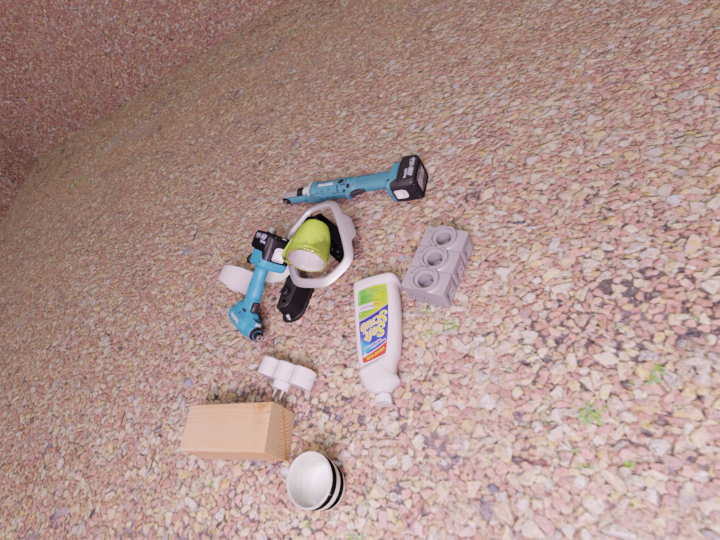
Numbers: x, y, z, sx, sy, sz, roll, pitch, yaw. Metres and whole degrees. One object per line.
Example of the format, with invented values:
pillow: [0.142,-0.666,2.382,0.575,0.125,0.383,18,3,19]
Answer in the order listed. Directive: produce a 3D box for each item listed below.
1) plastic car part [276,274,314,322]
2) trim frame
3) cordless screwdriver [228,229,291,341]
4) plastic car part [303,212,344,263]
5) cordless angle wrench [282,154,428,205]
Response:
plastic car part: [-0.160,0.057,0.997,0.069,0.067,0.118,1,56,31]
trim frame: [-0.097,-0.063,0.992,0.187,0.026,0.259,-31,47,16]
cordless screwdriver: [-0.231,0.036,0.996,0.168,0.070,0.248,27,97,54]
plastic car part: [-0.080,-0.093,1.062,0.066,0.063,0.215,-37,46,-17]
cordless angle wrench: [-0.039,-0.219,1.124,0.442,0.070,0.099,-1,57,33]
